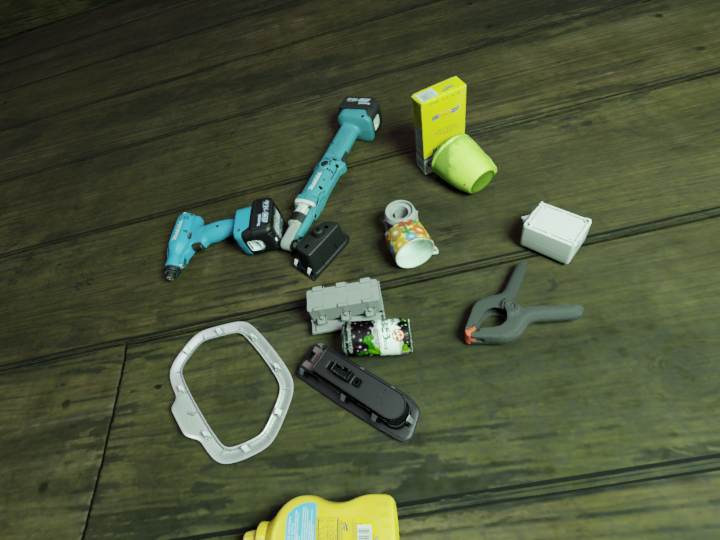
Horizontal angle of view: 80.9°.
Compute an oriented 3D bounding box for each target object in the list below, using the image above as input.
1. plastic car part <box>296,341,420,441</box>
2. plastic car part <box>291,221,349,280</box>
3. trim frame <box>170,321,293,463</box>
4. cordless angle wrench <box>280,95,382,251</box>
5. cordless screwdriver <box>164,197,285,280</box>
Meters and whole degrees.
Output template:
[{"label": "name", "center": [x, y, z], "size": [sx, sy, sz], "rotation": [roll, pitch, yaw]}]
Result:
[{"label": "plastic car part", "center": [-0.006, 0.167, 0.623], "size": [0.213, 0.064, 0.066], "rotation": [26, 57, 28]}, {"label": "plastic car part", "center": [-0.078, -0.051, 0.797], "size": [0.069, 0.068, 0.116], "rotation": [32, 71, 30]}, {"label": "trim frame", "center": [-0.217, 0.185, 0.690], "size": [0.183, 0.026, 0.262], "rotation": [-40, 55, -13]}, {"label": "cordless angle wrench", "center": [-0.069, -0.215, 0.919], "size": [0.102, 0.071, 0.425], "rotation": [12, 61, 23]}, {"label": "cordless screwdriver", "center": [-0.283, -0.060, 0.864], "size": [0.255, 0.071, 0.163], "rotation": [-7, 53, 16]}]
